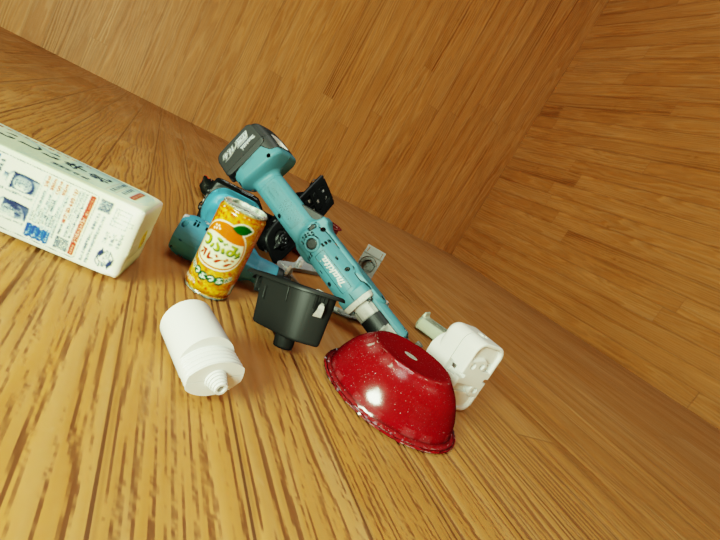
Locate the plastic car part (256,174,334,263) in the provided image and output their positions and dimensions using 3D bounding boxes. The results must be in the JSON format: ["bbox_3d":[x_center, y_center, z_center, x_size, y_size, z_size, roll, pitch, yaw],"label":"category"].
[{"bbox_3d":[-0.123,-0.095,0.760,0.070,0.063,0.203,4,42,26],"label":"plastic car part"}]

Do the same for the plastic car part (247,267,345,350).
[{"bbox_3d":[-0.075,0.044,0.443,0.062,0.071,0.123,20,-1,-39],"label":"plastic car part"}]

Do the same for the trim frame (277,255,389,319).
[{"bbox_3d":[-0.035,0.031,0.719,0.195,0.027,0.235,36,15,37],"label":"trim frame"}]

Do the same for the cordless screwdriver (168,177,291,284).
[{"bbox_3d":[-0.181,-0.055,0.630,0.154,0.074,0.257,27,15,-20],"label":"cordless screwdriver"}]

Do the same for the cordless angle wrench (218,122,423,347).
[{"bbox_3d":[-0.061,-0.040,0.624,0.436,0.098,0.071,52,15,17],"label":"cordless angle wrench"}]
